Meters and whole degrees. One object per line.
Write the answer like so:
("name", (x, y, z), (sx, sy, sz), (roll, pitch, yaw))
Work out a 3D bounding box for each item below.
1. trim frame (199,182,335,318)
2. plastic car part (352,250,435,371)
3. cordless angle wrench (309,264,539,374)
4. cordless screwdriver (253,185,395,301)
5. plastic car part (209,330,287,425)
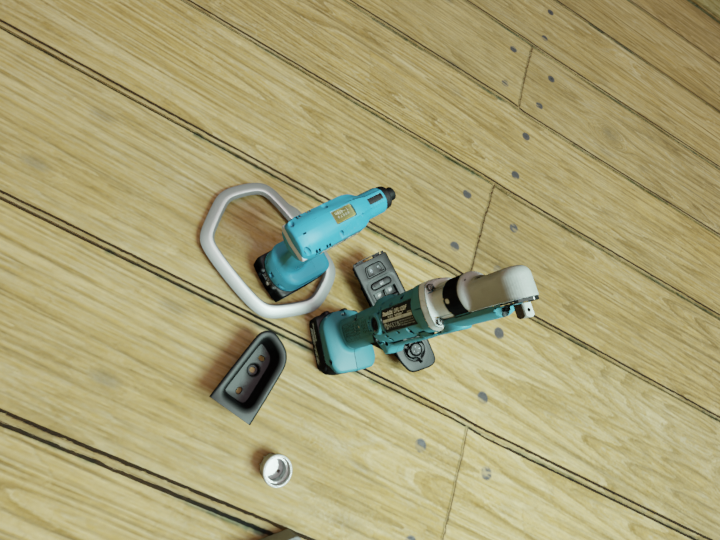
("trim frame", (-0.148, -0.035, 0.697), (0.182, 0.028, 0.249), (-41, 88, -27))
("plastic car part", (0.050, 0.074, 0.705), (0.065, 0.068, 0.206), (-24, 81, -27))
("cordless angle wrench", (0.040, 0.062, 0.504), (0.072, 0.429, 0.100), (-6, 77, -26))
("cordless screwdriver", (-0.059, -0.039, 0.605), (0.156, 0.252, 0.075), (-30, 88, -28))
("plastic car part", (-0.154, 0.147, 0.603), (0.065, 0.072, 0.116), (37, 63, -7))
